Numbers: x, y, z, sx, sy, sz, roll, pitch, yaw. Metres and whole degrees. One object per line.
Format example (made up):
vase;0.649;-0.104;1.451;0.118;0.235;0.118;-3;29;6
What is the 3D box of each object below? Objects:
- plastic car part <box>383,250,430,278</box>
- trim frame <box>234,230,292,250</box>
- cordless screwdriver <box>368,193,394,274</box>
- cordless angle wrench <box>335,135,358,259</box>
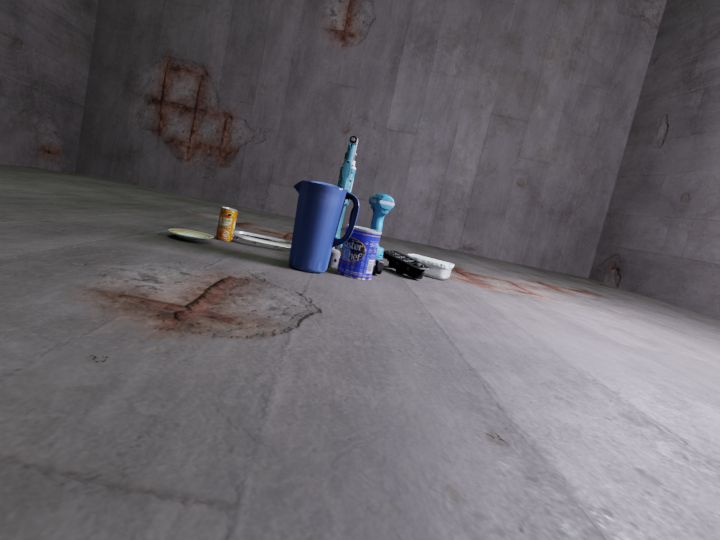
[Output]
plastic car part;0.148;-0.018;1.427;0.063;0.067;0.214;7;10;-35
trim frame;-0.336;-0.104;1.471;0.242;0.027;0.190;9;9;-16
cordless screwdriver;0.038;-0.119;1.334;0.073;0.247;0.164;10;7;-16
cordless angle wrench;-0.064;-0.247;1.447;0.076;0.421;0.097;13;7;8
